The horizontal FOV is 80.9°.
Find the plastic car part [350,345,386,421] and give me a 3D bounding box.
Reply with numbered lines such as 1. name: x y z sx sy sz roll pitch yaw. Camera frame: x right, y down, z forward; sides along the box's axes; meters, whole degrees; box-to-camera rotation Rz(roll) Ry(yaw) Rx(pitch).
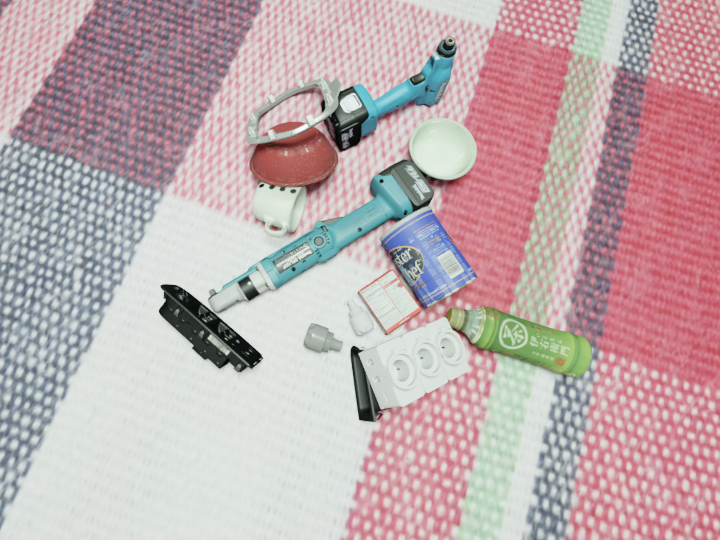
1. plastic car part: 0.028 0.178 0.683 0.069 0.066 0.119 1 71 -19

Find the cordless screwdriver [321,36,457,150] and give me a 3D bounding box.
1. cordless screwdriver: 0.054 -0.321 0.764 0.247 0.157 0.076 -26 81 -7

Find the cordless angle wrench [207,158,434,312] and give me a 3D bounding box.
1. cordless angle wrench: -0.072 -0.047 0.733 0.420 0.073 0.100 -32 80 -7

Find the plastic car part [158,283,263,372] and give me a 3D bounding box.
1. plastic car part: -0.256 0.099 0.696 0.206 0.065 0.067 42 103 8

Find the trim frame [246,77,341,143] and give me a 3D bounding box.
1. trim frame: -0.120 -0.287 0.743 0.186 0.026 0.258 -21 37 7
